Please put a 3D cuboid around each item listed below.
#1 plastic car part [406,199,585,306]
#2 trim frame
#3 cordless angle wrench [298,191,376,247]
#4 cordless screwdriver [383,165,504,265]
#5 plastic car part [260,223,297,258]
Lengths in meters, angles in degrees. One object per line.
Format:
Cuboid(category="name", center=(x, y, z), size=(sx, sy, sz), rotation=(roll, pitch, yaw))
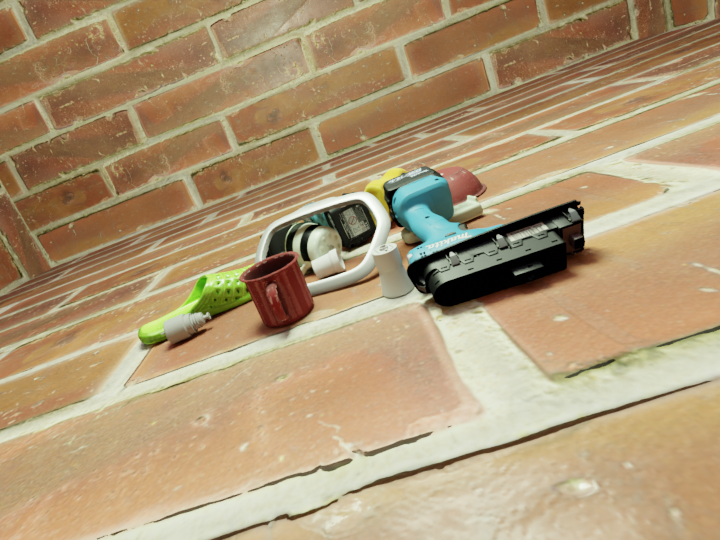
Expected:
Cuboid(category="plastic car part", center=(0.157, -0.007, 0.476), size=(0.205, 0.063, 0.069), rotation=(-17, 44, 10))
Cuboid(category="trim frame", center=(-0.069, -0.045, 0.701), size=(0.254, 0.026, 0.190), rotation=(-18, 58, 19))
Cuboid(category="cordless angle wrench", center=(-0.089, -0.128, 0.988), size=(0.073, 0.095, 0.438), rotation=(-29, 18, -14))
Cuboid(category="cordless screwdriver", center=(0.127, -0.078, 0.617), size=(0.160, 0.071, 0.257), rotation=(-20, 32, 5))
Cuboid(category="plastic car part", center=(-0.181, -0.080, 0.981), size=(0.114, 0.069, 0.069), rotation=(-27, 17, -25))
